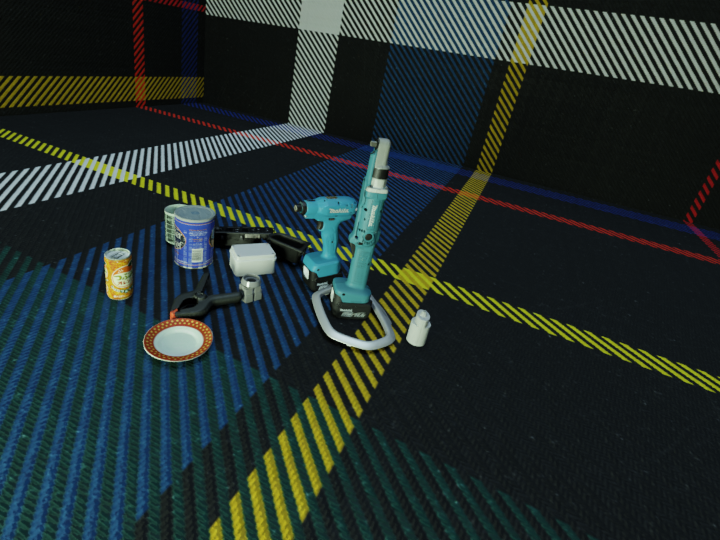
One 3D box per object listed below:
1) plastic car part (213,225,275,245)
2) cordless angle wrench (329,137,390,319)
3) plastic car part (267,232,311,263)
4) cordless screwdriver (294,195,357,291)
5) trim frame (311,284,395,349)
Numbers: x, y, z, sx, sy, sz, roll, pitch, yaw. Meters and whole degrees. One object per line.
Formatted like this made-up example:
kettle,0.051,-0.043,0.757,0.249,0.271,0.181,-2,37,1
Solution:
plastic car part,-0.355,-0.100,1.242,0.200,0.066,0.069,5,27,-10
cordless angle wrench,0.011,-0.084,0.947,0.096,0.415,0.077,6,26,-12
plastic car part,-0.209,-0.059,1.204,0.120,0.069,0.065,18,27,16
cordless screwdriver,-0.104,-0.068,1.065,0.153,0.244,0.078,-5,31,-30
trim frame,-0.017,0.104,1.000,0.179,0.027,0.261,-1,29,-20
